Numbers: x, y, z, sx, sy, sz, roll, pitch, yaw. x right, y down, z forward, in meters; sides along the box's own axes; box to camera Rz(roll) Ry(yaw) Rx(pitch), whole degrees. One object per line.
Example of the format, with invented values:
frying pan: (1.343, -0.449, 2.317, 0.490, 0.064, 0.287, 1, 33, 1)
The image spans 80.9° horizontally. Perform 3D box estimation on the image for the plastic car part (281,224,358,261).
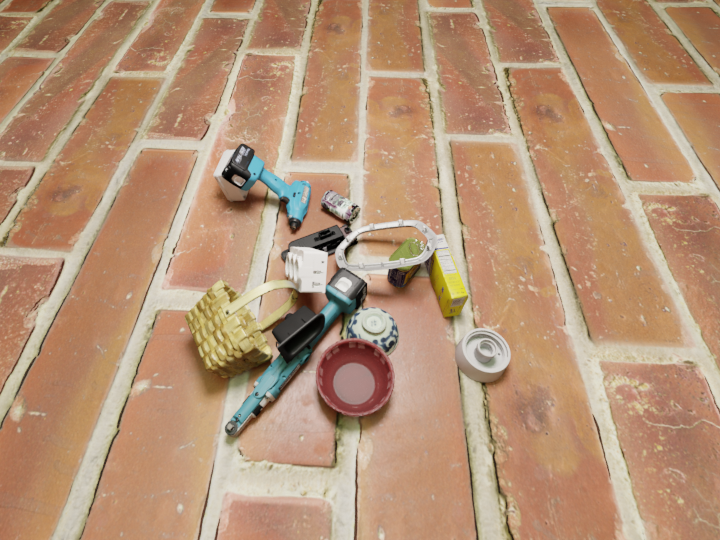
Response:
plastic car part: (-0.107, -0.070, 1.094, 0.200, 0.065, 0.069, -24, 66, -11)

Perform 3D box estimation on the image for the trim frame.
trim frame: (0.057, -0.061, 1.012, 0.256, 0.026, 0.187, -5, 43, 18)

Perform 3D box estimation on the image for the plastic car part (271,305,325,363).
plastic car part: (-0.134, 0.119, 0.869, 0.115, 0.063, 0.075, -42, 53, -20)

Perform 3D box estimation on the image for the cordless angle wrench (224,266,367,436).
cordless angle wrench: (-0.136, 0.174, 0.911, 0.077, 0.095, 0.420, 31, 66, 19)

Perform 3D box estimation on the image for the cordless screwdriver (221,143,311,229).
cordless screwdriver: (-0.248, -0.219, 1.135, 0.238, 0.076, 0.163, 27, 51, -25)
